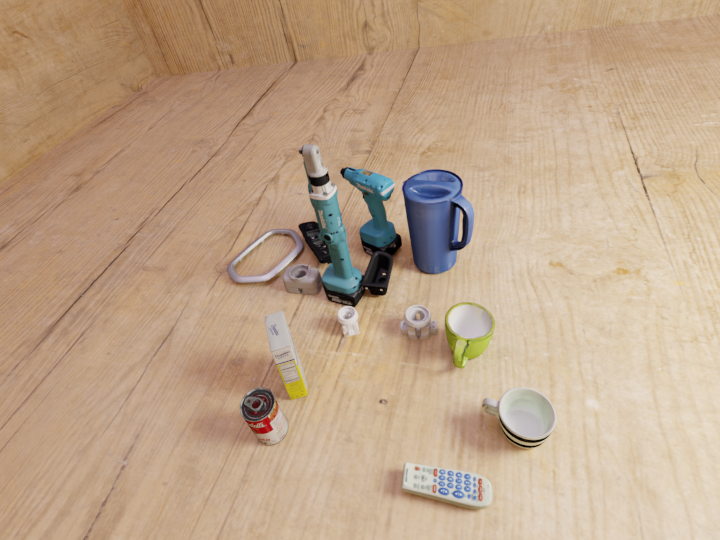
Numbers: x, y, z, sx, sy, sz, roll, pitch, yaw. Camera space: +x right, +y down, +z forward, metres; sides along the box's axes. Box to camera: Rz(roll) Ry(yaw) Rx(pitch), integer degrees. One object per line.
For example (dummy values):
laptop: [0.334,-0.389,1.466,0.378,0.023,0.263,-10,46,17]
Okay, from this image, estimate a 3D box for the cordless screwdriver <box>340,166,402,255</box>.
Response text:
cordless screwdriver: [0.024,-0.153,1.100,0.073,0.238,0.168,-37,47,-26]

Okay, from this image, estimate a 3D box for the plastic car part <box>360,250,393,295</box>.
plastic car part: [0.049,0.016,1.040,0.068,0.068,0.118,4,45,19]

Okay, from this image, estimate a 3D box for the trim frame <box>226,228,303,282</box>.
trim frame: [-0.276,-0.046,1.232,0.194,0.026,0.246,19,52,32]

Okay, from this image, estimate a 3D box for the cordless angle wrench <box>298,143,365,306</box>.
cordless angle wrench: [-0.063,-0.088,0.933,0.102,0.405,0.074,12,47,25]

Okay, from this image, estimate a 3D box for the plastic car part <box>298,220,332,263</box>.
plastic car part: [-0.116,-0.076,1.189,0.065,0.064,0.214,-24,43,-12]
